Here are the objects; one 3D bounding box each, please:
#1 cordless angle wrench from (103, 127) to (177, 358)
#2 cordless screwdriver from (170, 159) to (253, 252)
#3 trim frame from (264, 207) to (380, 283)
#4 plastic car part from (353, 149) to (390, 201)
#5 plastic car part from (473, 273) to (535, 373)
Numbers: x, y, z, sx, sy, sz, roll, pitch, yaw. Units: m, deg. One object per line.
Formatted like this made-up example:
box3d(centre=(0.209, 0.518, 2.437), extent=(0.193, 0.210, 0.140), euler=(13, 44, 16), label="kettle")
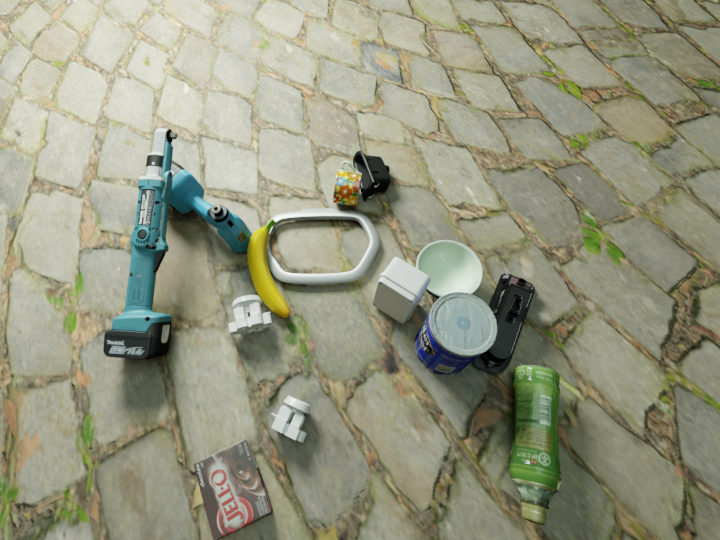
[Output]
box3d(centre=(-0.386, -0.059, 0.774), extent=(0.098, 0.073, 0.426), euler=(2, 81, 1), label="cordless angle wrench")
box3d(centre=(-0.326, -0.138, 0.845), extent=(0.258, 0.154, 0.074), euler=(36, 76, 19), label="cordless screwdriver")
box3d(centre=(-0.085, -0.056, 0.869), extent=(0.249, 0.027, 0.189), euler=(-3, 63, 2), label="trim frame")
box3d(centre=(0.031, -0.218, 0.938), extent=(0.069, 0.065, 0.121), euler=(-1, 58, -19), label="plastic car part")
box3d(centre=(0.267, 0.091, 0.764), extent=(0.067, 0.066, 0.203), euler=(28, 68, 5), label="plastic car part")
